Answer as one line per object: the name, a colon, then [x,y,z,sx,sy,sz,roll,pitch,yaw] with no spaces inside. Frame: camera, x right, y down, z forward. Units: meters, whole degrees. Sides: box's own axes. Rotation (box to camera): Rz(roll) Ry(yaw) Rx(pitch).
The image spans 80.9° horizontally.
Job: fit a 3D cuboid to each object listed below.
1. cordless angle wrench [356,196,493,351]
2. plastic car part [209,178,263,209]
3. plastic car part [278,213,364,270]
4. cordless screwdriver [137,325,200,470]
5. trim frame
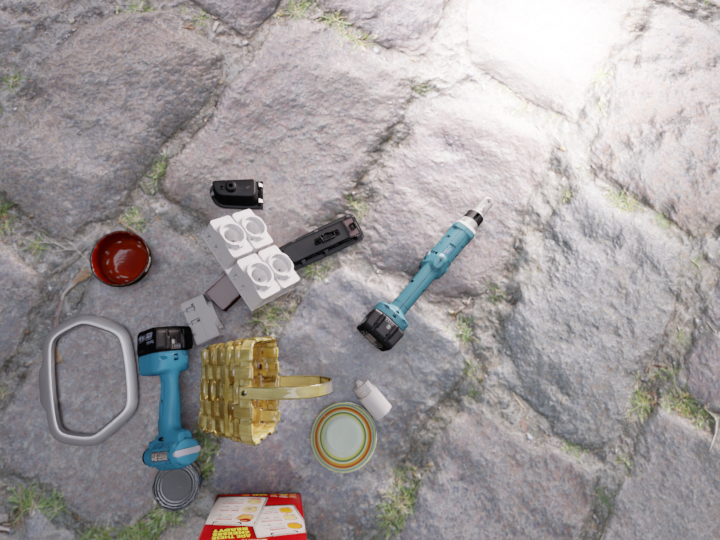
cordless angle wrench: [0.158,-0.012,0.903,0.075,0.097,0.420,41,74,3]
plastic car part: [-0.267,-0.170,0.904,0.115,0.071,0.067,0,79,-10]
plastic car part: [-0.088,-0.058,0.904,0.201,0.067,0.066,-26,91,-8]
cordless screwdriver: [-0.371,0.236,0.790,0.070,0.163,0.255,9,62,-48]
trim frame: [-0.530,0.209,0.821,0.182,0.027,0.251,-11,81,-9]
